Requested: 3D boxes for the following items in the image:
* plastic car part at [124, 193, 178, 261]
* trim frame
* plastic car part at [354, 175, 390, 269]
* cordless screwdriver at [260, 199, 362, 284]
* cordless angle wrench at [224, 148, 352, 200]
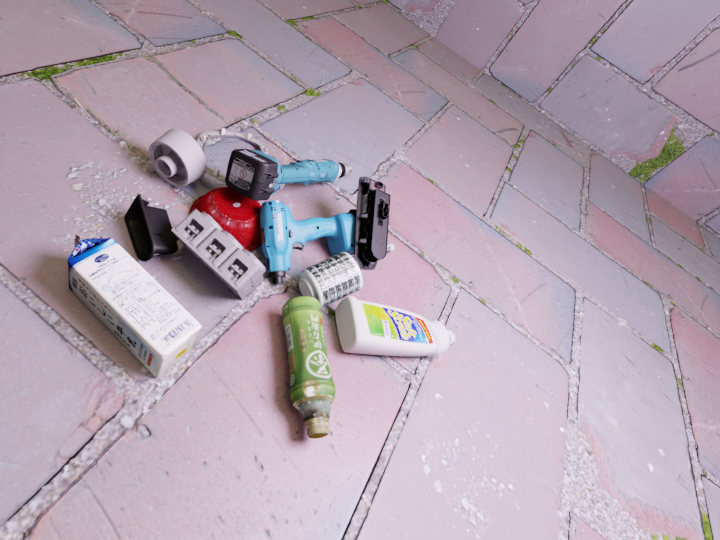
[{"bbox_3d":[-0.355,-0.066,0.737,0.068,0.067,0.121,-3,56,-52],"label":"plastic car part"},{"bbox_3d":[-0.276,-0.258,0.948,0.178,0.027,0.259,10,37,-19],"label":"trim frame"},{"bbox_3d":[0.030,-0.098,0.863,0.063,0.070,0.205,21,70,-40],"label":"plastic car part"},{"bbox_3d":[-0.084,-0.055,0.860,0.238,0.077,0.161,-1,80,-33],"label":"cordless screwdriver"},{"bbox_3d":[-0.123,-0.222,0.947,0.102,0.073,0.410,28,24,19],"label":"cordless angle wrench"}]
